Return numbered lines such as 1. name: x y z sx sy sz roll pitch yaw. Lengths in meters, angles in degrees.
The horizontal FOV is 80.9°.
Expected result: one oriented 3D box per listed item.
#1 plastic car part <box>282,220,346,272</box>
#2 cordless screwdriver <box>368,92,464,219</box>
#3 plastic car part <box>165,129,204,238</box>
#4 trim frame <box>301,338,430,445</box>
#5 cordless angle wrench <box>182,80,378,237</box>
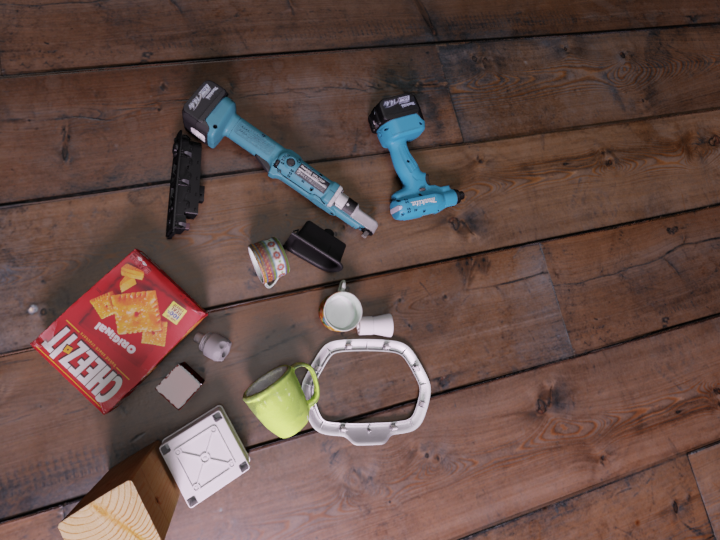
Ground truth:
1. plastic car part: -0.079 -0.051 0.804 0.115 0.066 0.071 28 60 -9
2. cordless screwdriver: 0.115 -0.235 0.873 0.156 0.075 0.250 -14 85 -15
3. plastic car part: -0.320 -0.161 0.774 0.065 0.068 0.205 0 78 -24
4. trim frame: 0.014 0.221 0.778 0.243 0.028 0.186 3 78 -13
5. cordless angle wrench: -0.141 -0.199 0.816 0.418 0.075 0.098 34 74 -5
